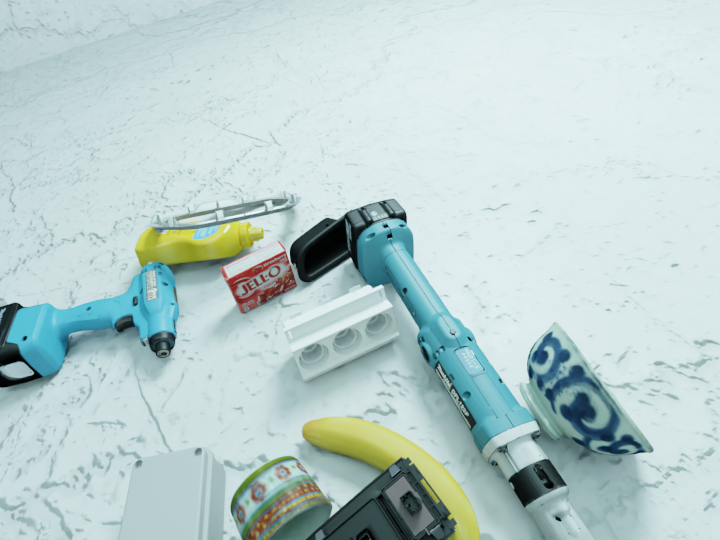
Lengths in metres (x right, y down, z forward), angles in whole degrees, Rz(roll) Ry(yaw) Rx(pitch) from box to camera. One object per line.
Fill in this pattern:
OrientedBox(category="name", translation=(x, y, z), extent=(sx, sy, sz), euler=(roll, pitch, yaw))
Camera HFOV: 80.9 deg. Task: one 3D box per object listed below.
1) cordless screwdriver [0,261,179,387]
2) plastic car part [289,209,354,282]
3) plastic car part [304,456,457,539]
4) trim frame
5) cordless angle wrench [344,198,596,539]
OrientedBox(category="cordless screwdriver", translation=(-0.369, 0.085, 0.567), extent=(0.245, 0.071, 0.168), euler=(-19, 45, -12))
OrientedBox(category="plastic car part", translation=(-0.062, -0.040, 0.630), extent=(0.115, 0.063, 0.075), euler=(-35, 34, -17))
OrientedBox(category="plastic car part", translation=(-0.022, 0.236, 0.323), extent=(0.202, 0.064, 0.069), euler=(-39, 65, -5))
OrientedBox(category="trim frame", translation=(-0.210, -0.099, 0.678), extent=(0.241, 0.027, 0.193), euler=(-19, 19, -26))
OrientedBox(category="cordless angle wrench", translation=(0.092, 0.080, 0.450), extent=(0.073, 0.094, 0.445), euler=(-18, 48, -12))
